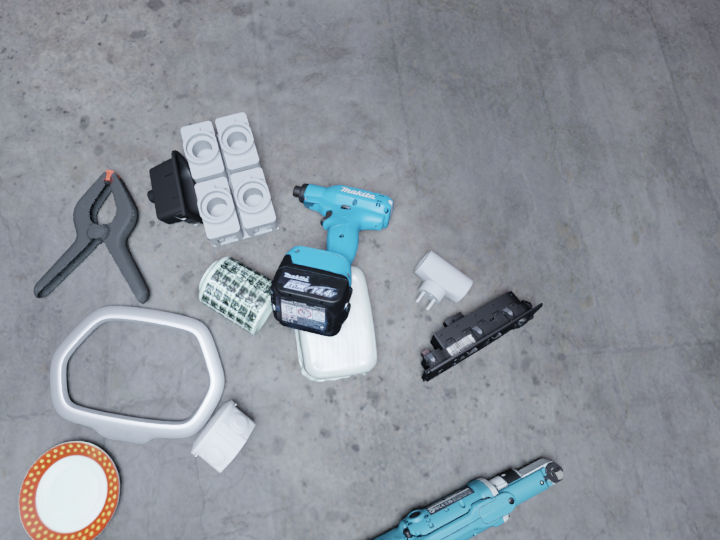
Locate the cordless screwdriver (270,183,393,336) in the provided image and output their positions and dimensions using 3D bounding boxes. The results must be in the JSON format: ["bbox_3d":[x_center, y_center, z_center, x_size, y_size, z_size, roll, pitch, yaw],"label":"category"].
[{"bbox_3d":[-0.058,-0.038,0.592,0.163,0.072,0.250,14,47,11],"label":"cordless screwdriver"}]

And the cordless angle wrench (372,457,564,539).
[{"bbox_3d":[0.081,0.346,0.548,0.417,0.098,0.075,-21,82,-12],"label":"cordless angle wrench"}]

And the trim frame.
[{"bbox_3d":[-0.318,0.148,0.606,0.247,0.027,0.186,8,75,-2],"label":"trim frame"}]

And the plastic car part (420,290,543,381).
[{"bbox_3d":[0.170,0.090,0.625,0.201,0.063,0.070,-25,56,-7],"label":"plastic car part"}]

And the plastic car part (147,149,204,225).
[{"bbox_3d":[-0.294,-0.119,0.657,0.071,0.064,0.119,-22,76,5],"label":"plastic car part"}]
